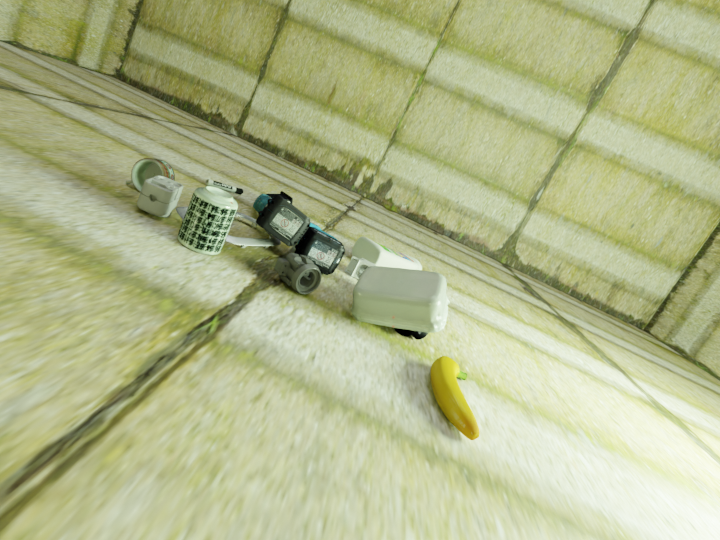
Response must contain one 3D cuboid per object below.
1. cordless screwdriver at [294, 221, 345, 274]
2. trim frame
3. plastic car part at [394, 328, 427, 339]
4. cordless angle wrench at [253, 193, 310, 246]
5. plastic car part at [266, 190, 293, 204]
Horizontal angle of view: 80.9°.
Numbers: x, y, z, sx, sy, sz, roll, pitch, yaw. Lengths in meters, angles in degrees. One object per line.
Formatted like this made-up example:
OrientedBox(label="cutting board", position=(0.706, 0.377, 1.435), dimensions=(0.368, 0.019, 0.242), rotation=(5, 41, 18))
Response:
OrientedBox(label="cordless screwdriver", position=(-0.097, -0.064, 0.995), dimensions=(0.153, 0.074, 0.259), rotation=(26, 9, -23))
OrientedBox(label="trim frame", position=(-0.275, -0.094, 0.899), dimensions=(0.192, 0.027, 0.239), rotation=(32, 18, 22))
OrientedBox(label="plastic car part", position=(0.078, 0.075, 0.833), dimensions=(0.064, 0.066, 0.211), rotation=(48, 3, -25))
OrientedBox(label="cordless angle wrench", position=(-0.221, -0.149, 1.035), dimensions=(0.094, 0.074, 0.440), rotation=(37, 0, -24))
OrientedBox(label="plastic car part", position=(-0.254, -0.203, 1.267), dimensions=(0.068, 0.065, 0.123), rotation=(0, 22, -30))
